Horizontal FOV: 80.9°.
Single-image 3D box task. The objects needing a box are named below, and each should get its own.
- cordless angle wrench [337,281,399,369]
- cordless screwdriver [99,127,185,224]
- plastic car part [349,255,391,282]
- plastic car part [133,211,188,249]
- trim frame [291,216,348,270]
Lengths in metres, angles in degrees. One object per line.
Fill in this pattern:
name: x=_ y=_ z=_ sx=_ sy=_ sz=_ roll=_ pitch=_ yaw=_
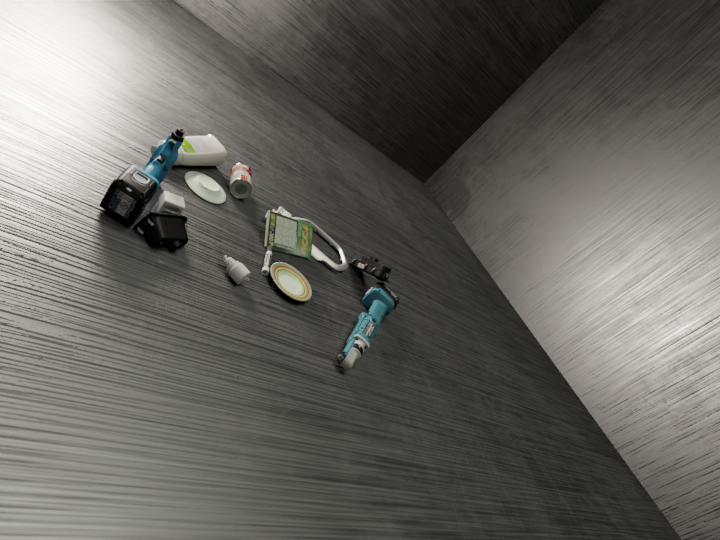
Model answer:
cordless angle wrench: x=0.020 y=0.153 z=1.176 sx=0.098 sy=0.075 sz=0.419 roll=43 pitch=25 yaw=-2
cordless screwdriver: x=-0.461 y=-0.218 z=0.928 sx=0.071 sy=0.160 sz=0.256 roll=34 pitch=27 yaw=-23
plastic car part: x=0.043 y=-0.007 z=1.394 sx=0.063 sy=0.067 sz=0.213 roll=37 pitch=-2 yaw=-29
plastic car part: x=-0.411 y=-0.078 z=0.906 sx=0.111 sy=0.067 sz=0.072 roll=2 pitch=62 yaw=-62
trim frame: x=-0.137 y=-0.089 z=1.399 sx=0.246 sy=0.028 sz=0.185 roll=42 pitch=22 yaw=-6
